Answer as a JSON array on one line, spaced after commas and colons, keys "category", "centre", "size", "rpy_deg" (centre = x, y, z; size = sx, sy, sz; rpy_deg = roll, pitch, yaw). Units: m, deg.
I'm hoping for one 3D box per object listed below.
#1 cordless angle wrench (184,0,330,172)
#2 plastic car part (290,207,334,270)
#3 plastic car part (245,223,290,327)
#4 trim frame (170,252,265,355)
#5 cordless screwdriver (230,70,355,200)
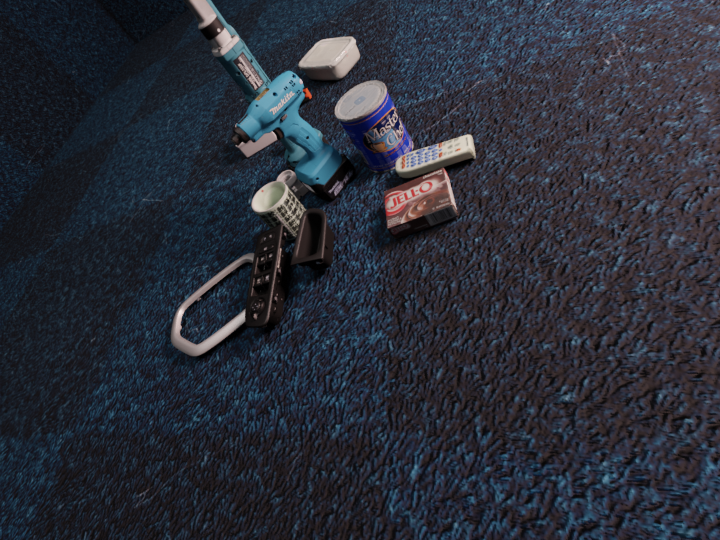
[{"category": "cordless angle wrench", "centre": [-0.193, -0.347, 0.823], "size": [0.098, 0.400, 0.079], "rpy_deg": [-47, 44, -7]}, {"category": "plastic car part", "centre": [-0.074, -0.048, 0.752], "size": [0.068, 0.067, 0.119], "rpy_deg": [-12, 51, 26]}, {"category": "plastic car part", "centre": [-0.165, 0.018, 0.766], "size": [0.068, 0.063, 0.208], "rpy_deg": [-15, 50, 24]}, {"category": "trim frame", "centre": [-0.275, 0.063, 0.833], "size": [0.249, 0.026, 0.194], "rpy_deg": [-40, 45, 1]}, {"category": "cordless screwdriver", "centre": [-0.123, -0.227, 0.803], "size": [0.159, 0.235, 0.079], "rpy_deg": [-48, 45, -8]}]
